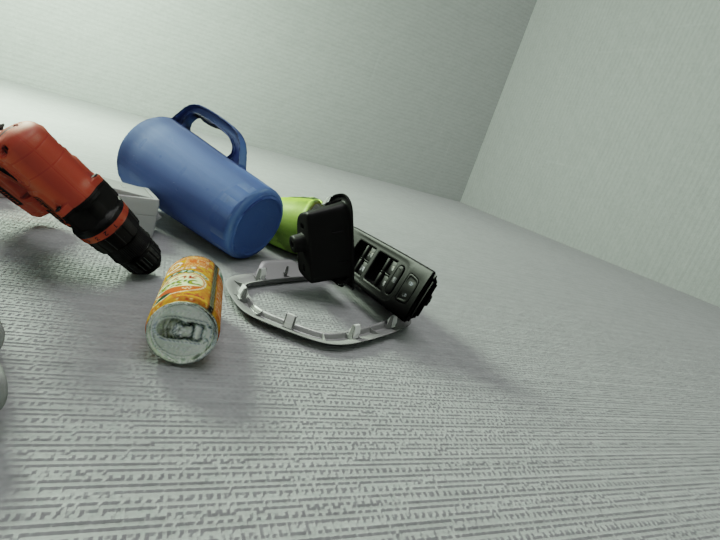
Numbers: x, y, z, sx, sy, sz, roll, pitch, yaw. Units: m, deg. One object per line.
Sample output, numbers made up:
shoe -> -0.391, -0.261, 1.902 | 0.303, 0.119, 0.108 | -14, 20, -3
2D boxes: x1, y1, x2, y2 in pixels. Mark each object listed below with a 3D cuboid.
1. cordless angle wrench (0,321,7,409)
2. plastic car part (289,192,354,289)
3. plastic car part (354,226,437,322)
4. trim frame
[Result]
cordless angle wrench -> -0.345, -0.027, 0.333 | 0.447, 0.074, 0.093 | 31, 20, 34
plastic car part -> -0.050, -0.032, 0.508 | 0.069, 0.113, 0.070 | -18, 31, -26
plastic car part -> 0.026, -0.005, 0.557 | 0.063, 0.066, 0.215 | 17, 12, -42
trim frame -> -0.045, 0.031, 0.513 | 0.195, 0.027, 0.237 | 27, 21, 35
